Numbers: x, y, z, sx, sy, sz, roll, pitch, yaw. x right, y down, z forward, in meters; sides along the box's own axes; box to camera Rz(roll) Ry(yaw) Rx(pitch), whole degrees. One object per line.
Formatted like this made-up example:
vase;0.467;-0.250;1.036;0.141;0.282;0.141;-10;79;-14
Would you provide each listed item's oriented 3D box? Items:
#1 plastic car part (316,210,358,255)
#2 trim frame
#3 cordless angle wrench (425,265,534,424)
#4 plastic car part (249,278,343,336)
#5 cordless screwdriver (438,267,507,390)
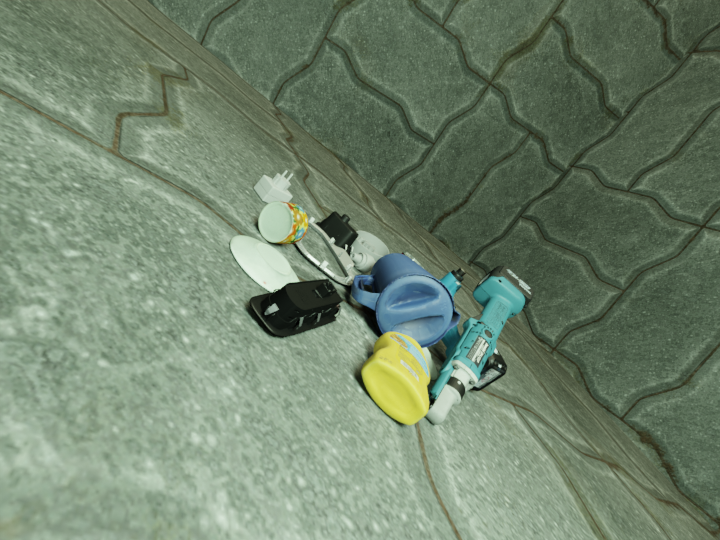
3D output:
plastic car part;-0.050;-0.100;1.017;0.121;0.071;0.063;52;16;22
trim frame;-0.087;-0.057;0.887;0.174;0.027;0.262;30;17;-42
cordless angle wrench;0.210;0.124;0.758;0.100;0.074;0.414;42;42;7
plastic car part;-0.071;0.044;0.570;0.067;0.068;0.196;61;21;9
cordless screwdriver;0.214;0.116;0.903;0.070;0.160;0.262;30;21;-40
